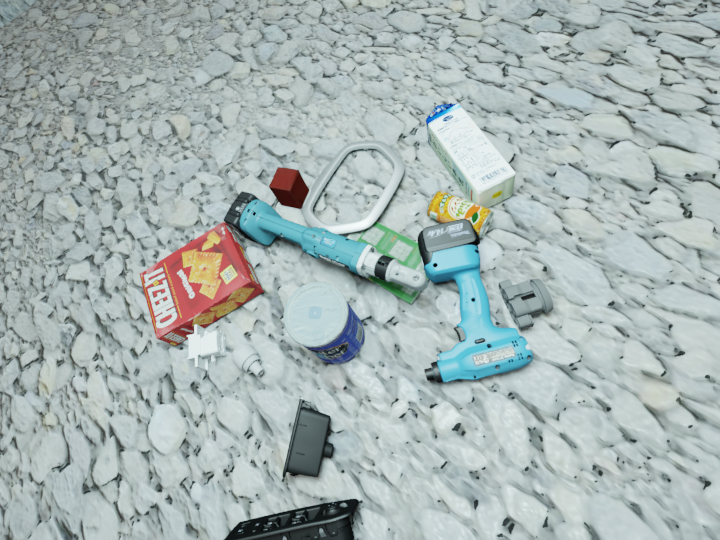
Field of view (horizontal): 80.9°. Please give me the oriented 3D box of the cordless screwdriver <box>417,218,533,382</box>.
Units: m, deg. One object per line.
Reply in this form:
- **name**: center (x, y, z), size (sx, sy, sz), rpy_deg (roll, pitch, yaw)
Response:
- **cordless screwdriver**: center (0.150, 0.050, 0.688), size (0.161, 0.071, 0.256), rpy_deg (-19, 69, 8)

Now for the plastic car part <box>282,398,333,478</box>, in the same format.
- **plastic car part**: center (-0.077, 0.270, 0.671), size (0.072, 0.064, 0.118), rpy_deg (8, 70, 3)

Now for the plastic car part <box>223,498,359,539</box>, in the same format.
- **plastic car part**: center (-0.095, 0.385, 0.615), size (0.204, 0.064, 0.069), rpy_deg (-21, 72, 6)

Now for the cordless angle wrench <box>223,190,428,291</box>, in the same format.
- **cordless angle wrench**: center (-0.075, -0.049, 0.769), size (0.445, 0.093, 0.074), rpy_deg (21, 75, 32)

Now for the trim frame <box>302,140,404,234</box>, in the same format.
- **trim frame**: center (-0.017, -0.175, 0.874), size (0.193, 0.026, 0.249), rpy_deg (20, 72, 27)
